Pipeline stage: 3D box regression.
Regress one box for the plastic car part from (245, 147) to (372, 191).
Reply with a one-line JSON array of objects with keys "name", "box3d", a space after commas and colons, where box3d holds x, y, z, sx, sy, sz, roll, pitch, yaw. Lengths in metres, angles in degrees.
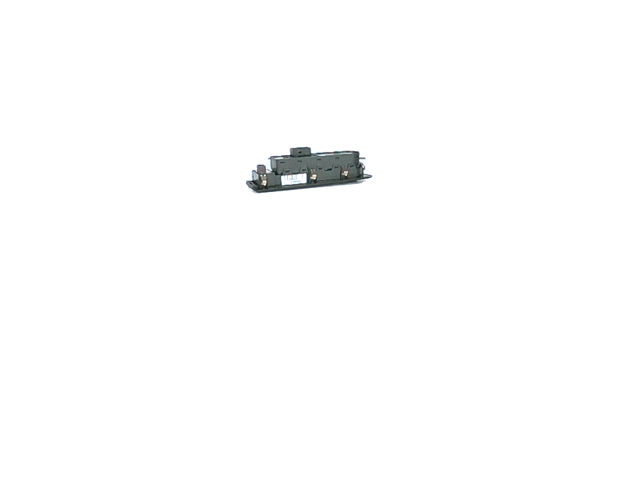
[{"name": "plastic car part", "box3d": [-0.015, -0.115, 0.681, 0.202, 0.067, 0.066, -4, 8, -22]}]
